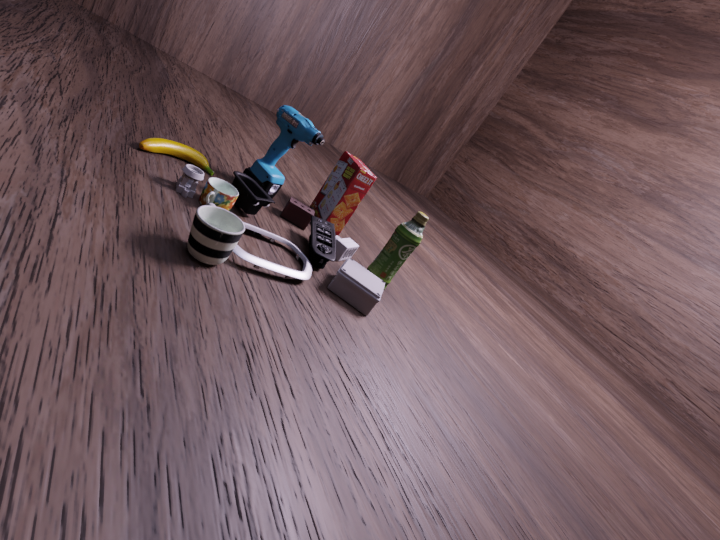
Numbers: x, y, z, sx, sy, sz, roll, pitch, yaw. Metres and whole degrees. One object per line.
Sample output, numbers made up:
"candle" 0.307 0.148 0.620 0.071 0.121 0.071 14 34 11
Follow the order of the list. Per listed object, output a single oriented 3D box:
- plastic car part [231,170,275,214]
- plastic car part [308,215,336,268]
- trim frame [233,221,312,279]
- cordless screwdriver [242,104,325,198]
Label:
"plastic car part" -0.271 -0.175 1.003 0.122 0.071 0.063 44 20 26
"plastic car part" -0.100 -0.065 1.021 0.064 0.067 0.209 28 19 -20
"trim frame" -0.200 -0.048 0.874 0.235 0.027 0.194 18 24 -38
"cordless screwdriver" -0.209 -0.300 1.137 0.165 0.249 0.071 43 20 20
